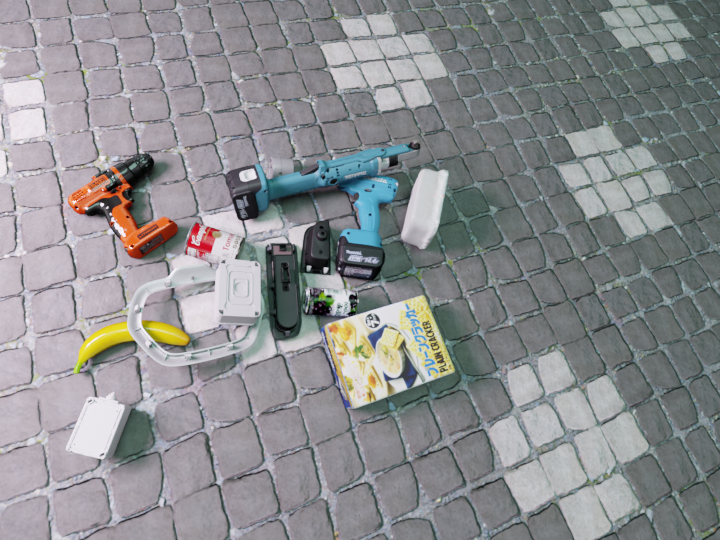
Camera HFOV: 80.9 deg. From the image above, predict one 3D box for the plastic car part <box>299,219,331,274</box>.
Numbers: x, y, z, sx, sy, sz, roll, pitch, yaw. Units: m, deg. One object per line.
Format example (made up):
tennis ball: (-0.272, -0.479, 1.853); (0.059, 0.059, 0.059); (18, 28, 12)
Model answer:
plastic car part: (-0.086, -0.056, 0.878); (0.065, 0.071, 0.119); (6, 71, -13)

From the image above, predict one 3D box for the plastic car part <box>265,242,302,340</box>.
plastic car part: (-0.148, 0.034, 0.837); (0.064, 0.068, 0.207); (1, 71, -21)

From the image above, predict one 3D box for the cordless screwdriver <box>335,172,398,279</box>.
cordless screwdriver: (-0.011, -0.110, 0.914); (0.159, 0.073, 0.253); (11, 63, 0)

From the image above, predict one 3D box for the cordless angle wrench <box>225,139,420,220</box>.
cordless angle wrench: (-0.067, -0.209, 0.901); (0.417, 0.095, 0.078); (-17, 58, -10)

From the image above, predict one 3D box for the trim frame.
trim frame: (-0.297, 0.075, 0.784); (0.240, 0.027, 0.190); (-10, 65, -25)
